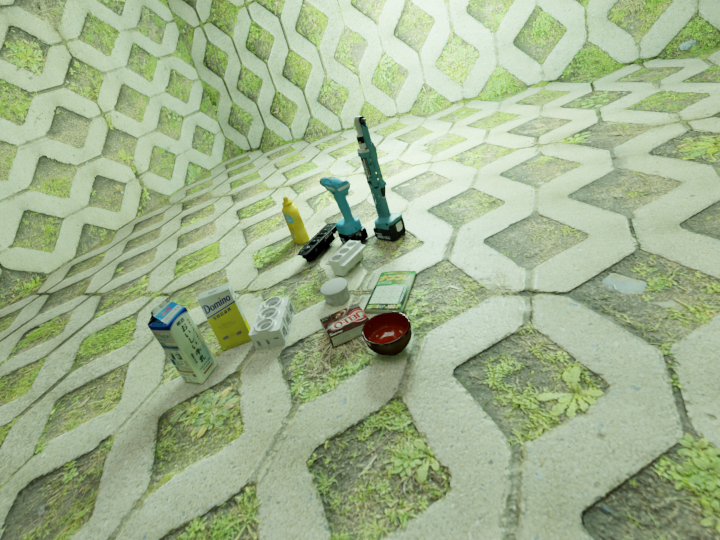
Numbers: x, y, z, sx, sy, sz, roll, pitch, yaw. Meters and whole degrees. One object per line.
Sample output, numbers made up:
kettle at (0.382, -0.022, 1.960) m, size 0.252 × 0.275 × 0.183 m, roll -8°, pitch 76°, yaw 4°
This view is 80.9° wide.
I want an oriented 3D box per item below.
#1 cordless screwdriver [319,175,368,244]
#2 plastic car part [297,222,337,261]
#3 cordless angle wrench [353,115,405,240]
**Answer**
cordless screwdriver at (-0.068, -0.214, 1.483) m, size 0.073 × 0.240 × 0.168 m, roll -30°, pitch 29°, yaw -22°
plastic car part at (-0.148, -0.097, 1.517) m, size 0.070 × 0.064 × 0.200 m, roll 6°, pitch 38°, yaw 40°
cordless angle wrench at (0.049, -0.295, 1.376) m, size 0.073 × 0.408 × 0.103 m, roll -36°, pitch 31°, yaw -32°
